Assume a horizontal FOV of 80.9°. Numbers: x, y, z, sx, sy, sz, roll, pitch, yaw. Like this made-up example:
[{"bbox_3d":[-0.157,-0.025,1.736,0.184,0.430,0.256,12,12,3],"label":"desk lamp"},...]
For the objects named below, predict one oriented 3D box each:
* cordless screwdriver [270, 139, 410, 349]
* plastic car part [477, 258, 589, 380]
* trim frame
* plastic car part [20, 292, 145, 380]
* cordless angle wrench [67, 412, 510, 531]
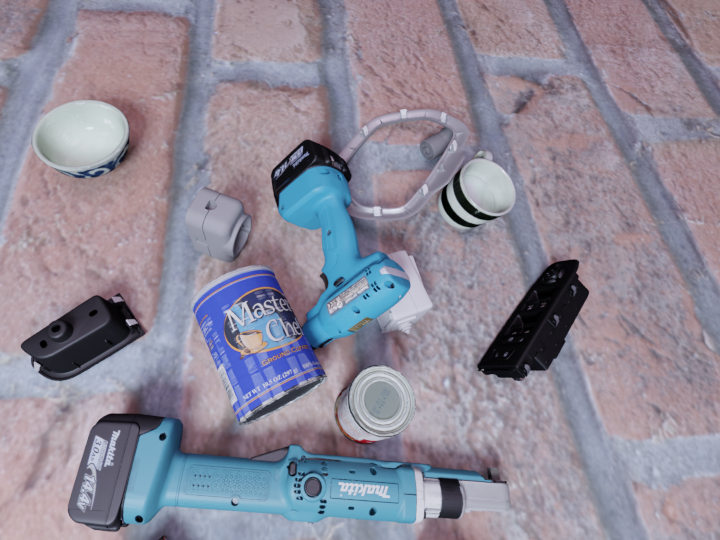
[{"bbox_3d":[-0.052,-0.034,0.533,0.070,0.161,0.260,19,40,-48],"label":"cordless screwdriver"},{"bbox_3d":[0.233,0.064,0.534,0.067,0.066,0.202,39,65,0],"label":"plastic car part"},{"bbox_3d":[0.055,-0.167,0.626,0.193,0.026,0.247,23,61,27],"label":"trim frame"},{"bbox_3d":[-0.316,0.071,0.471,0.114,0.070,0.068,-35,72,-25],"label":"plastic car part"},{"bbox_3d":[-0.052,0.214,0.425,0.419,0.073,0.100,7,63,-5],"label":"cordless angle wrench"}]
